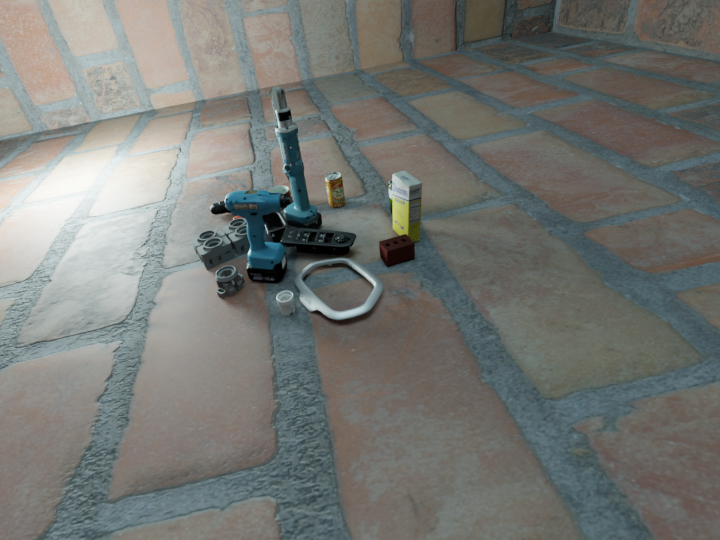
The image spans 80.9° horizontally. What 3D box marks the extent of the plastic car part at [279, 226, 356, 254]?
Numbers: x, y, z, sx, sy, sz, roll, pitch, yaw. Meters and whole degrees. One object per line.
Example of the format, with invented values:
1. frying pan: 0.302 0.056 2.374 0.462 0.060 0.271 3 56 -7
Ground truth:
1. plastic car part: -0.113 -0.074 1.153 0.208 0.064 0.067 2 37 15

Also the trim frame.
1. trim frame: -0.058 0.038 1.023 0.180 0.026 0.263 -28 40 -22

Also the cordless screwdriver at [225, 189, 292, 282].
1. cordless screwdriver: -0.229 -0.086 1.050 0.163 0.240 0.075 2 36 13

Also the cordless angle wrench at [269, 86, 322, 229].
1. cordless angle wrench: -0.188 -0.293 1.175 0.103 0.408 0.073 16 41 29

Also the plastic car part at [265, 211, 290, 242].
1. plastic car part: -0.248 -0.123 1.248 0.065 0.068 0.122 -18 37 -13
